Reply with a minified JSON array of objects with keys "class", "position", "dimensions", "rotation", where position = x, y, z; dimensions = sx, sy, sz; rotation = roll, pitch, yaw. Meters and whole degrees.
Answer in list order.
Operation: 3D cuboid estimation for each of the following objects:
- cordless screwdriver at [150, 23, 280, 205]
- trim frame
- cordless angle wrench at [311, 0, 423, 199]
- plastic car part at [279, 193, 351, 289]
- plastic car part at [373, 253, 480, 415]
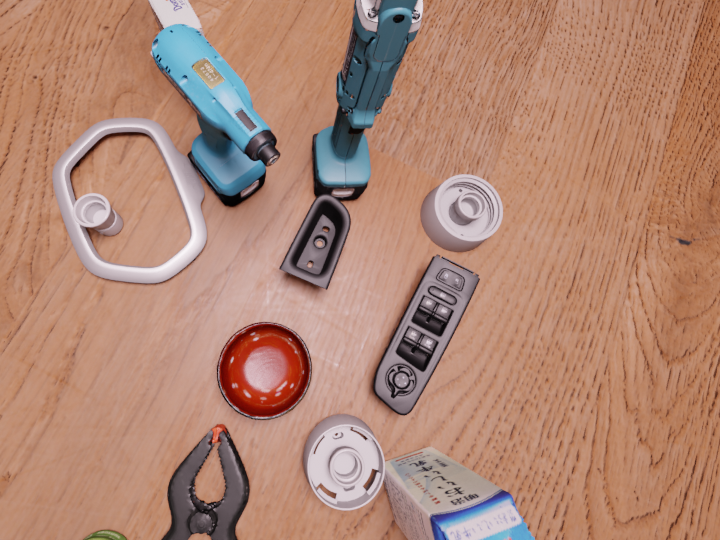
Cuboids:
[{"class":"cordless screwdriver","position":[-0.150,-0.143,0.494],"dimensions":[0.074,0.248,0.161],"rotation":[-39,87,-15]},{"class":"trim frame","position":[-0.312,-0.099,0.581],"dimensions":[0.182,0.027,0.253],"rotation":[-25,79,-11]},{"class":"cordless angle wrench","position":[0.003,-0.185,0.429],"dimensions":[0.073,0.423,0.099],"rotation":[-1,79,-11]},{"class":"plastic car part","position":[-0.055,-0.036,0.567],"dimensions":[0.066,0.071,0.117],"rotation":[23,75,-3]},{"class":"plastic car part","position":[0.076,0.083,0.551],"dimensions":[0.066,0.067,0.203],"rotation":[29,75,-1]}]
